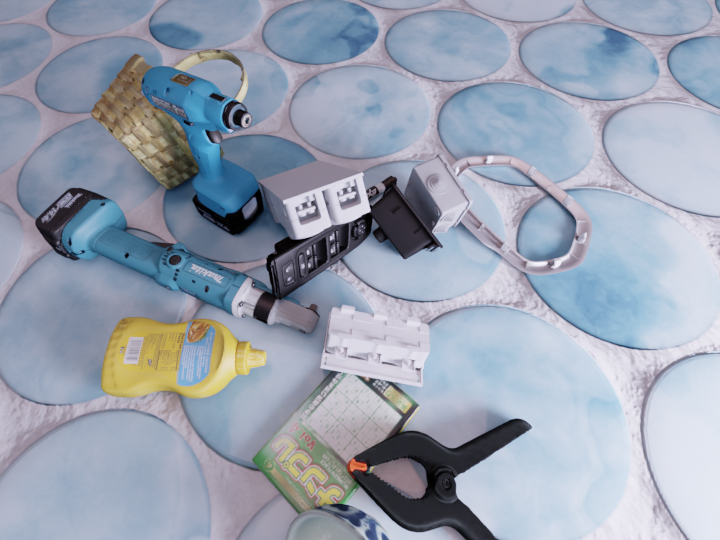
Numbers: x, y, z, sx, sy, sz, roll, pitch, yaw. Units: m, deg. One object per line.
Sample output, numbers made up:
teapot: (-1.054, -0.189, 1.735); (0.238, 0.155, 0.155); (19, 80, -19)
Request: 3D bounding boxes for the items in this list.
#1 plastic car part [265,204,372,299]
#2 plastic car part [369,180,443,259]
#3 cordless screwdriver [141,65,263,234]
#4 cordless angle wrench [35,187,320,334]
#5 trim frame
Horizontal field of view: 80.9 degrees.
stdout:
plastic car part: (-0.059, -0.038, 0.600); (0.198, 0.064, 0.071); (-32, 37, -33)
plastic car part: (0.056, -0.062, 0.613); (0.071, 0.065, 0.117); (-40, 87, 7)
cordless screwdriver: (-0.189, -0.148, 0.580); (0.166, 0.240, 0.074); (29, 62, 21)
cordless angle wrench: (-0.256, -0.003, 0.598); (0.433, 0.072, 0.098); (21, 58, 12)
trim frame: (0.239, -0.099, 0.659); (0.182, 0.027, 0.259); (-29, 63, -14)
